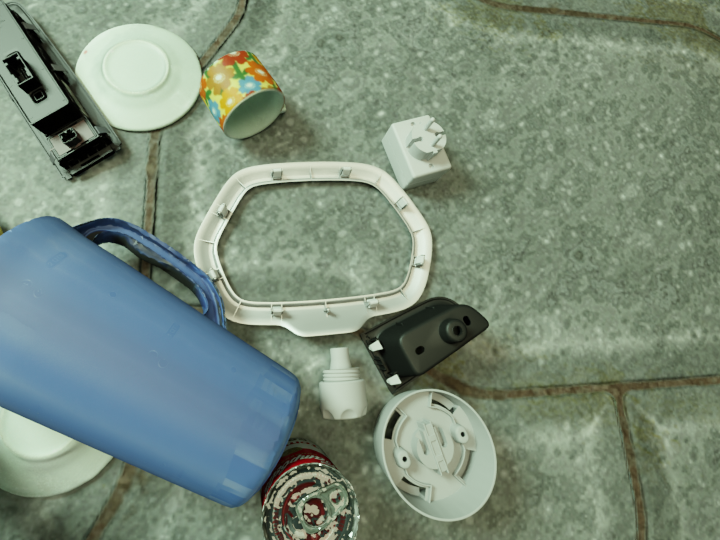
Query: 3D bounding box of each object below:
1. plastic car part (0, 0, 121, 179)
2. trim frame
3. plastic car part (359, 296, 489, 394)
[{"bbox_3d":[-0.323,-0.189,0.411,0.066,0.066,0.207,-36,81,-2],"label":"plastic car part"},{"bbox_3d":[-0.042,-0.028,0.433,0.244,0.027,0.187,-3,77,-12],"label":"trim frame"},{"bbox_3d":[0.070,0.063,0.405,0.115,0.071,0.067,-28,86,-13],"label":"plastic car part"}]
